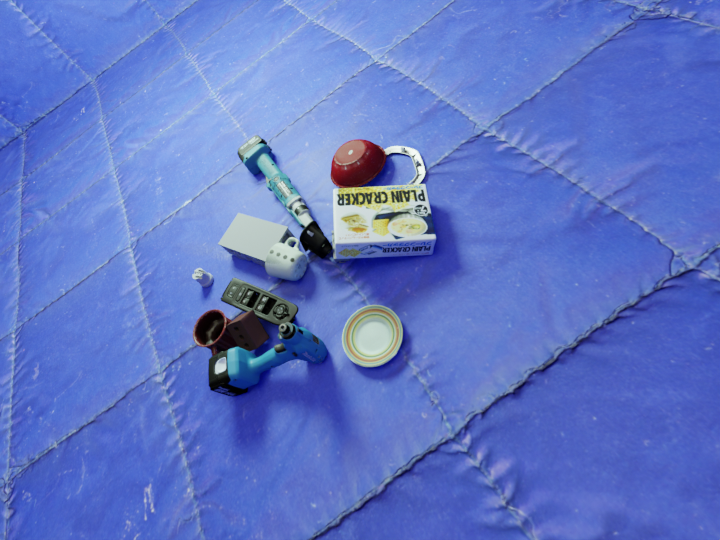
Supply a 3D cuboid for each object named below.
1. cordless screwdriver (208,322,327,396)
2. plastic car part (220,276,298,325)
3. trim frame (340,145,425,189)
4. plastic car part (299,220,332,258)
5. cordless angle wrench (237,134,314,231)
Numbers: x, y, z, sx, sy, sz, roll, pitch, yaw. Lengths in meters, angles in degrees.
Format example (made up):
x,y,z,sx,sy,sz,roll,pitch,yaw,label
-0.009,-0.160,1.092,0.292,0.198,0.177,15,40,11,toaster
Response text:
x,y,z,sx,sy,sz,roll,pitch,yaw,label
-0.208,0.179,0.878,0.253,0.150,0.077,-22,54,14,cordless screwdriver
-0.234,0.085,1.002,0.213,0.064,0.066,17,62,28,plastic car part
0.050,-0.230,1.086,0.248,0.026,0.195,-43,51,-2,trim frame
-0.099,-0.065,1.013,0.073,0.114,0.066,42,82,12,plastic car part
-0.231,-0.245,1.208,0.098,0.070,0.446,-38,54,-1,cordless angle wrench
